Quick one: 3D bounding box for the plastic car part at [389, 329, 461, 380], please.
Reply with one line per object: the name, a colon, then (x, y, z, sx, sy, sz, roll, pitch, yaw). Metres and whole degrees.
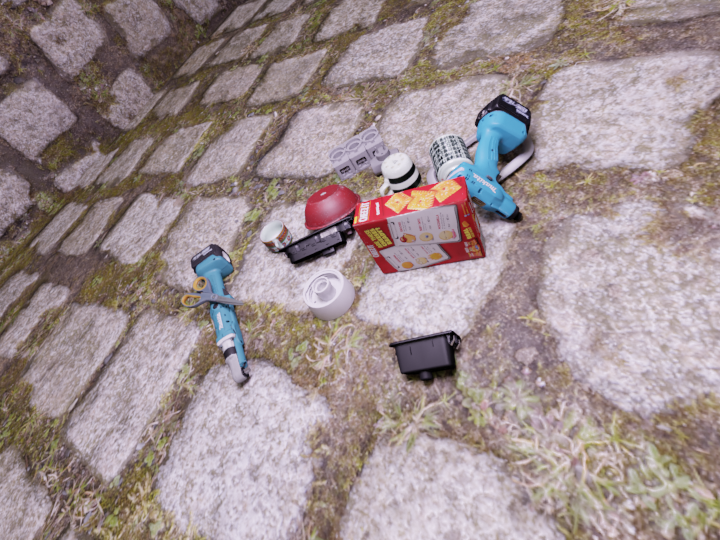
plastic car part: (0.114, 0.150, 0.722, 0.119, 0.062, 0.073, -20, 61, 22)

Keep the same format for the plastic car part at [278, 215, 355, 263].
plastic car part: (-0.100, -0.066, 1.027, 0.207, 0.064, 0.067, -19, 87, 16)

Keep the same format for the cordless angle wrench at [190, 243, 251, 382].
cordless angle wrench: (-0.340, 0.097, 1.043, 0.098, 0.070, 0.446, -35, 46, 3)

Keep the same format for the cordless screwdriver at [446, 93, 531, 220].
cordless screwdriver: (0.283, -0.226, 0.857, 0.250, 0.157, 0.075, -63, 9, -24)

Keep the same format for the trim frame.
trim frame: (0.269, -0.251, 0.963, 0.249, 0.026, 0.194, -40, 45, 1)
